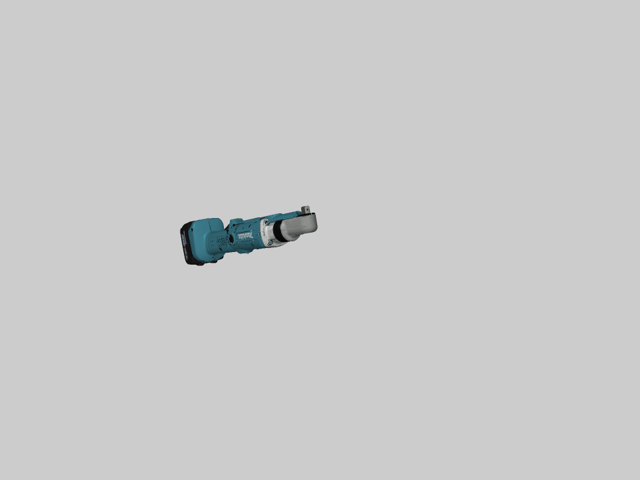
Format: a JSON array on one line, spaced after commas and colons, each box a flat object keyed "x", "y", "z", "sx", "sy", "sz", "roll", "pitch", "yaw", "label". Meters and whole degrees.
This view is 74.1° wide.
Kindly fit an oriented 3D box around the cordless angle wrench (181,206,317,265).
[{"x": -0.143, "y": -0.008, "z": 0.786, "sx": 0.074, "sy": 0.098, "sz": 0.424, "roll": -11, "pitch": 3, "yaw": -39, "label": "cordless angle wrench"}]
